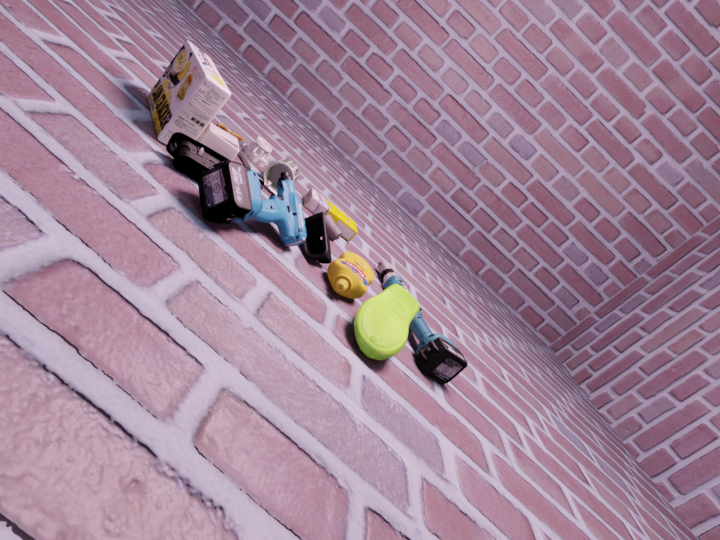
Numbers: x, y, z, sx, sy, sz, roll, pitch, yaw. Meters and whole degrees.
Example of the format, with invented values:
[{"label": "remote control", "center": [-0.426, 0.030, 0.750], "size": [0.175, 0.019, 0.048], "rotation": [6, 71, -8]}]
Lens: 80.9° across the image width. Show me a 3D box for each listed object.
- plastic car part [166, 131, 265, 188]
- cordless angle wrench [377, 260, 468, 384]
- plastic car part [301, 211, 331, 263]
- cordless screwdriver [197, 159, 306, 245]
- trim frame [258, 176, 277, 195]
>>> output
[{"label": "plastic car part", "center": [-0.282, -0.185, 0.812], "size": [0.192, 0.068, 0.069], "rotation": [33, 44, -37]}, {"label": "cordless angle wrench", "center": [0.121, 0.093, 1.063], "size": [0.093, 0.075, 0.442], "rotation": [34, 16, -32]}, {"label": "plastic car part", "center": [-0.092, -0.060, 0.939], "size": [0.067, 0.067, 0.121], "rotation": [46, 28, -55]}, {"label": "cordless screwdriver", "center": [-0.189, -0.143, 0.795], "size": [0.237, 0.076, 0.162], "rotation": [17, 59, -62]}, {"label": "trim frame", "center": [-0.207, -0.164, 0.996], "size": [0.245, 0.028, 0.186], "rotation": [43, 16, -9]}]
